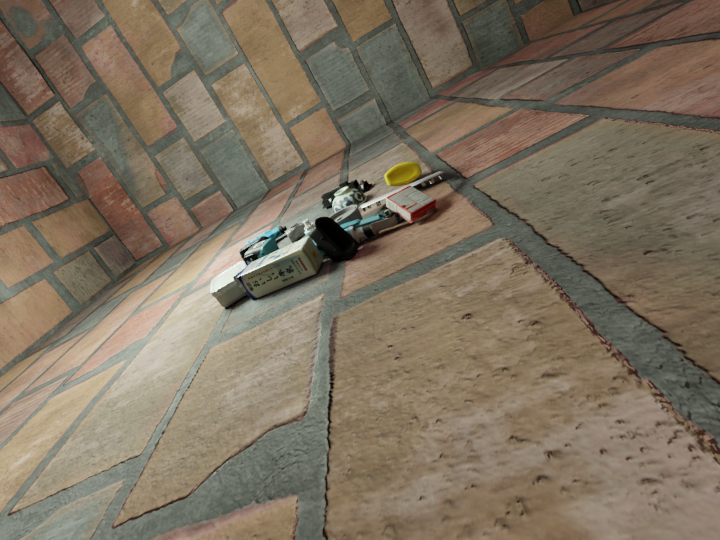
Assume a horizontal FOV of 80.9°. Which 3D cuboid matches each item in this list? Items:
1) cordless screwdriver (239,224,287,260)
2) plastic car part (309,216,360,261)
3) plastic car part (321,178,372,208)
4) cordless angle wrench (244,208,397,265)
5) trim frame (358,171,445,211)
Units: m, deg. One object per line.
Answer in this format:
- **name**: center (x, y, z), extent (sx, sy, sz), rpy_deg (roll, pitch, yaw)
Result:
- **cordless screwdriver**: center (-0.318, -0.090, 1.416), extent (0.159, 0.072, 0.255), rpy_deg (-31, 16, 0)
- **plastic car part**: center (-0.071, -0.067, 0.988), extent (0.065, 0.117, 0.071), rpy_deg (-48, 0, -45)
- **plastic car part**: center (-0.063, -0.278, 1.513), extent (0.209, 0.064, 0.067), rpy_deg (-22, 27, 30)
- **cordless angle wrench**: center (-0.104, -0.068, 1.064), extent (0.437, 0.095, 0.074), rpy_deg (-15, 23, 28)
- **trim frame**: center (0.104, -0.204, 1.101), extent (0.255, 0.027, 0.181), rpy_deg (-21, 9, 28)
